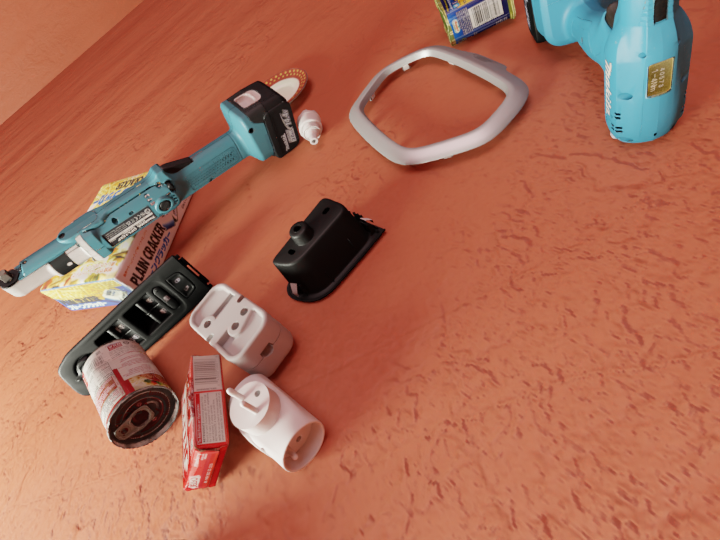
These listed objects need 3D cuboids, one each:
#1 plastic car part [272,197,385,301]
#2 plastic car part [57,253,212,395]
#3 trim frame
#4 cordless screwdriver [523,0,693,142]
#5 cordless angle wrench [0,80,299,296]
[{"bbox_3d":[-0.043,-0.028,0.436,0.070,0.067,0.116,28,71,43],"label":"plastic car part"},{"bbox_3d":[-0.282,0.062,0.521,0.202,0.063,0.071,-46,37,-7],"label":"plastic car part"},{"bbox_3d":[0.086,-0.213,0.527,0.185,0.026,0.262,-37,44,4],"label":"trim frame"},{"bbox_3d":[0.215,-0.248,0.387,0.076,0.151,0.256,-17,48,19],"label":"cordless screwdriver"},{"bbox_3d":[-0.272,-0.103,0.566,0.419,0.094,0.078,-39,61,-14],"label":"cordless angle wrench"}]
